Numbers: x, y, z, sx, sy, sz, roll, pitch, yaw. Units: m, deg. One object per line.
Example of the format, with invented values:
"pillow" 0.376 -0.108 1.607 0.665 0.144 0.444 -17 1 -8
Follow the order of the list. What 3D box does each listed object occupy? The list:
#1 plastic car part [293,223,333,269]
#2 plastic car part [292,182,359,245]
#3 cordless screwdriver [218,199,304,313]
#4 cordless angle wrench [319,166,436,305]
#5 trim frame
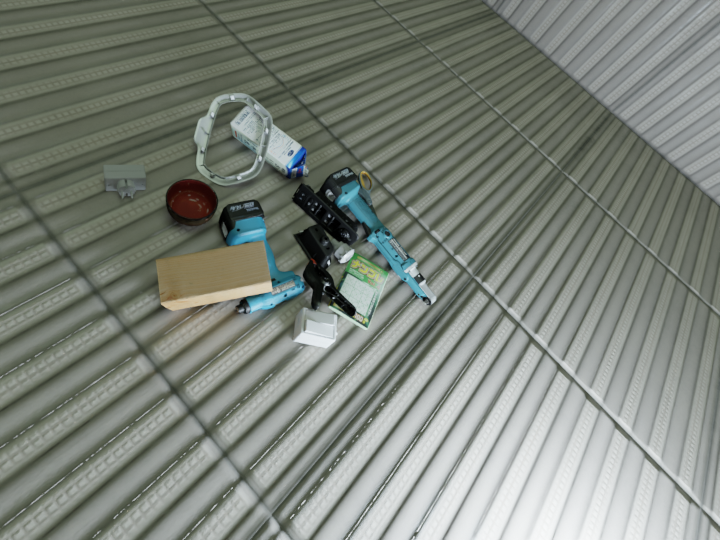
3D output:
"plastic car part" -0.101 -0.066 1.031 0.064 0.071 0.120 -22 69 -33
"plastic car part" -0.082 -0.145 1.097 0.206 0.067 0.065 45 35 7
"cordless screwdriver" -0.247 -0.030 0.944 0.154 0.075 0.254 -22 75 -32
"cordless angle wrench" 0.055 -0.085 1.116 0.095 0.075 0.431 -31 78 -36
"trim frame" -0.323 -0.334 1.067 0.184 0.027 0.249 12 83 -1
